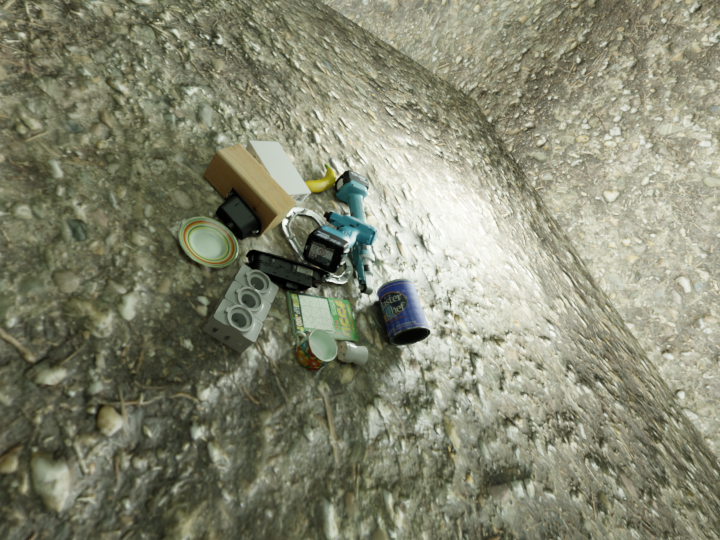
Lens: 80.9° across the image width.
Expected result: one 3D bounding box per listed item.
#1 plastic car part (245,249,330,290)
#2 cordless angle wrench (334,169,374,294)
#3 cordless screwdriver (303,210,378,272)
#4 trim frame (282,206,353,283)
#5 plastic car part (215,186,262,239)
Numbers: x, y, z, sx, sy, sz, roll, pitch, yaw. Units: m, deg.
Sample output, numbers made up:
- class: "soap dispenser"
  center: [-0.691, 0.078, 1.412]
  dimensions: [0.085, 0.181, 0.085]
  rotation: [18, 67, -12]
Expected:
- class: "plastic car part"
  center: [-0.171, 0.006, 0.959]
  dimensions: [0.194, 0.068, 0.068]
  rotation: [24, 68, -28]
- class: "cordless angle wrench"
  center: [-0.005, -0.114, 1.220]
  dimensions: [0.093, 0.075, 0.438]
  rotation: [19, 46, -32]
- class: "cordless screwdriver"
  center: [-0.066, -0.089, 1.066]
  dimensions: [0.164, 0.073, 0.244]
  rotation: [26, 27, 14]
- class: "trim frame"
  center: [-0.109, -0.071, 1.112]
  dimensions: [0.177, 0.028, 0.256]
  rotation: [-15, 64, -52]
- class: "plastic car part"
  center: [-0.287, -0.120, 0.973]
  dimensions: [0.117, 0.067, 0.070]
  rotation: [50, 52, 1]
